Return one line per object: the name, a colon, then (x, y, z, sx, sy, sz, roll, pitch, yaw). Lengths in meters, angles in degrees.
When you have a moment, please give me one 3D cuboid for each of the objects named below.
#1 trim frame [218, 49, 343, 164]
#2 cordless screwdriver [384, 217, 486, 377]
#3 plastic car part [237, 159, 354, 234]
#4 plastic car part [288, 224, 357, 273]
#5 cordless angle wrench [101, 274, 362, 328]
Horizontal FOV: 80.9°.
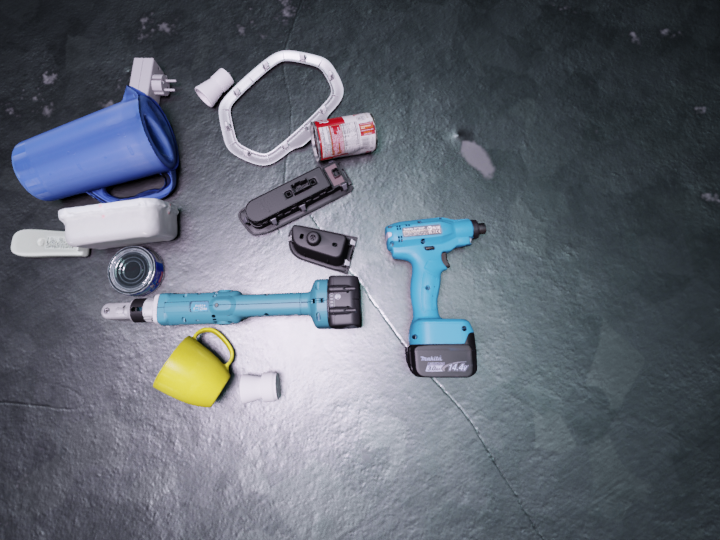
trim frame: (-0.147, -0.302, 0.770, 0.247, 0.027, 0.188, -44, 80, -7)
cordless screwdriver: (0.132, 0.036, 0.657, 0.160, 0.073, 0.253, -7, 74, 2)
plastic car part: (-0.113, -0.123, 0.715, 0.203, 0.066, 0.067, -28, 87, 1)
plastic car part: (-0.067, -0.044, 0.688, 0.117, 0.070, 0.066, 15, 79, 3)
cordless angle wrench: (-0.212, 0.059, 0.671, 0.428, 0.095, 0.075, -3, 77, 7)
